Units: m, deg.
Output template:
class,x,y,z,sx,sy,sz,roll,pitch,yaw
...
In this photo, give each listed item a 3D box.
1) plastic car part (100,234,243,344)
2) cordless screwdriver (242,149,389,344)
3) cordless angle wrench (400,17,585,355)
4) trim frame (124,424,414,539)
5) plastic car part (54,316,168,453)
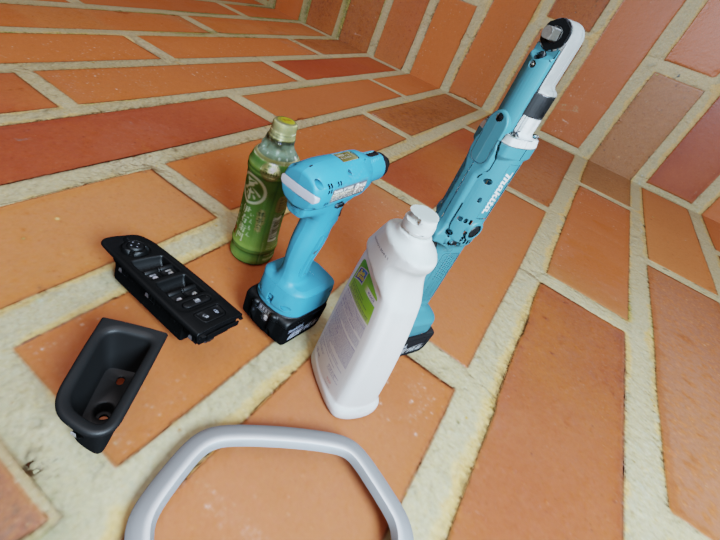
class,x,y,z,sx,sy,sz,roll,pitch,yaw
plastic car part,-0.234,0.023,0.508,0.211,0.066,0.064,37,38,21
cordless screwdriver,-0.051,-0.033,0.517,0.077,0.246,0.155,39,38,18
cordless angle wrench,0.110,-0.059,0.483,0.094,0.419,0.078,-5,45,-35
trim frame,-0.070,0.224,0.363,0.242,0.027,0.191,9,37,-15
plastic car part,-0.233,0.112,0.390,0.065,0.070,0.120,15,36,-12
